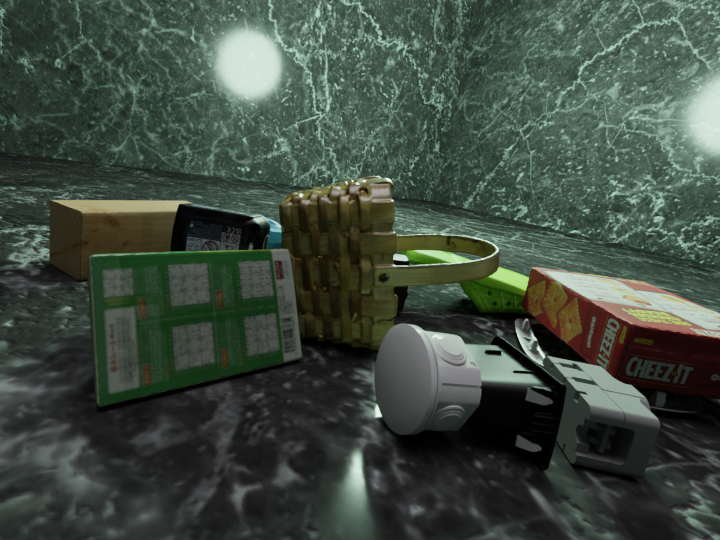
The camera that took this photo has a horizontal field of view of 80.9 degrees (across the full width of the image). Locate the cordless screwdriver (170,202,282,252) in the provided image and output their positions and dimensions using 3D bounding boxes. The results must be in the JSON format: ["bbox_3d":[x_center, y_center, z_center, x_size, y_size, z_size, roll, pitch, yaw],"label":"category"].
[{"bbox_3d":[-0.140,-0.040,0.546,0.158,0.074,0.252,8,7,-7],"label":"cordless screwdriver"}]

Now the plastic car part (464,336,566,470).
[{"bbox_3d":[0.101,0.094,0.350,0.070,0.065,0.119,7,11,-8],"label":"plastic car part"}]

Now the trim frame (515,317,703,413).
[{"bbox_3d":[0.293,0.101,0.523,0.190,0.027,0.244,13,13,14],"label":"trim frame"}]

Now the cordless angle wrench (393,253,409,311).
[{"bbox_3d":[0.009,-0.026,0.772,0.098,0.073,0.428,5,12,-4],"label":"cordless angle wrench"}]
